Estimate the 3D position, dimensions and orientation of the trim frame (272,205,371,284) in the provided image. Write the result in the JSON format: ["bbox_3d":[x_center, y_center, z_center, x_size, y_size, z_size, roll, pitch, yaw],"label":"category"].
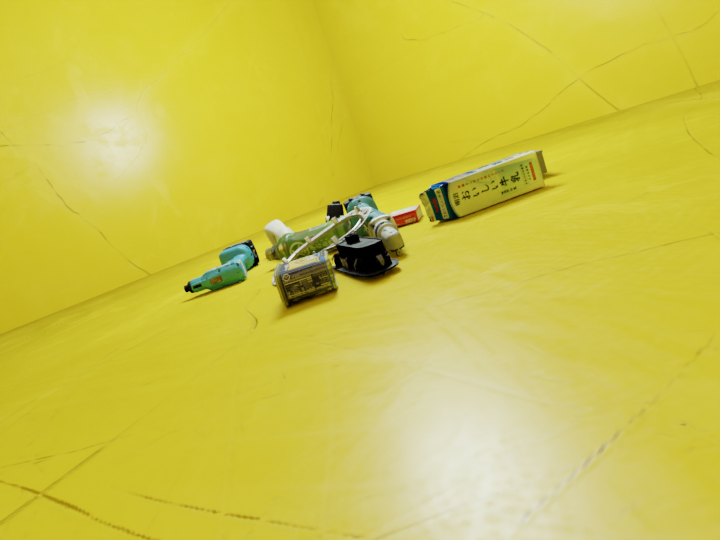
[{"bbox_3d":[-0.082,-0.054,0.840,0.251,0.027,0.187,-32,20,15],"label":"trim frame"}]

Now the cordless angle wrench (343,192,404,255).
[{"bbox_3d":[0.029,-0.100,0.887,0.074,0.096,0.432,-23,15,-1],"label":"cordless angle wrench"}]

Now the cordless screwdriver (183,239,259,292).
[{"bbox_3d":[-0.364,-0.007,1.134,0.160,0.073,0.252,-19,16,3],"label":"cordless screwdriver"}]

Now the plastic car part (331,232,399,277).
[{"bbox_3d":[0.002,-0.028,0.685,0.065,0.066,0.210,-15,13,-15],"label":"plastic car part"}]

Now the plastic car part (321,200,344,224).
[{"bbox_3d":[-0.064,-0.147,1.108,0.066,0.071,0.116,-1,3,3],"label":"plastic car part"}]
